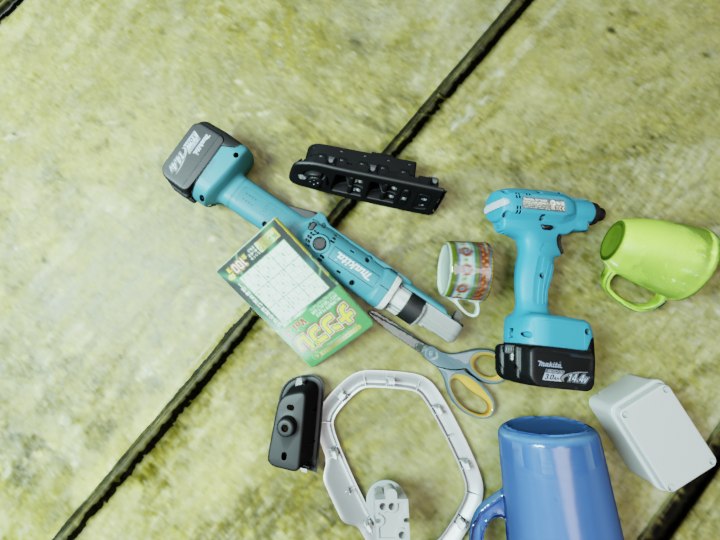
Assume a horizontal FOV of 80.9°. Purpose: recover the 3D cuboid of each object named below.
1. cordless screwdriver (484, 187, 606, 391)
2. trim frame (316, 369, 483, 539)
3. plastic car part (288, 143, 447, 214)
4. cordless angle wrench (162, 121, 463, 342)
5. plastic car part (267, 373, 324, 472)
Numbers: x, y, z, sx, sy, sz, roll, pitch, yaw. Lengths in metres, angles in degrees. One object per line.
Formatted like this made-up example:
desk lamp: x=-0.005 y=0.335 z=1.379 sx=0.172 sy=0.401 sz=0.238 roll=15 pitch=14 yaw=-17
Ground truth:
cordless screwdriver: x=0.247 y=0.019 z=0.537 sx=0.156 sy=0.075 sz=0.251 roll=2 pitch=79 yaw=-11
trim frame: x=0.047 y=0.246 z=0.535 sx=0.184 sy=0.027 sz=0.250 roll=-26 pitch=86 yaw=-2
plastic car part: x=0.007 y=-0.128 z=0.560 sx=0.203 sy=0.065 sz=0.068 roll=8 pitch=75 yaw=0
cordless angle wrench: x=-0.053 y=-0.035 z=0.545 sx=0.425 sy=0.074 sz=0.098 roll=34 pitch=85 yaw=2
plastic car part: x=-0.083 y=0.190 z=0.514 sx=0.067 sy=0.069 sz=0.117 roll=6 pitch=87 yaw=10
